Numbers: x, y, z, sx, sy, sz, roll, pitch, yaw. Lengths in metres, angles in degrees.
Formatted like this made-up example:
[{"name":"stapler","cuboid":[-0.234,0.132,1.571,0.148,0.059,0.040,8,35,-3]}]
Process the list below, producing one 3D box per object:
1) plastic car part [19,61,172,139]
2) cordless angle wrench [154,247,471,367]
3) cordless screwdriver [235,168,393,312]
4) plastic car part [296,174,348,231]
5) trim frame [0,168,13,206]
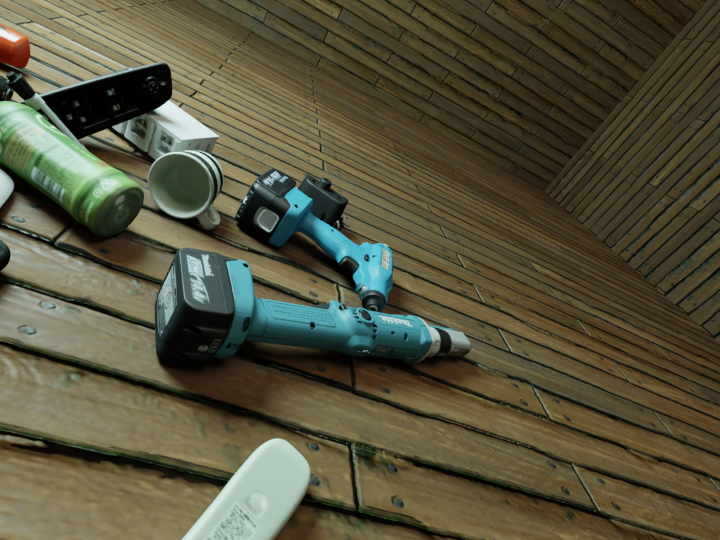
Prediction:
[{"name":"plastic car part","cuboid":[-0.351,-0.232,0.574,0.071,0.064,0.199,29,51,34]},{"name":"cordless angle wrench","cuboid":[-0.011,0.068,0.488,0.402,0.074,0.103,14,32,-34]},{"name":"cordless screwdriver","cuboid":[-0.060,-0.039,0.613,0.246,0.074,0.161,32,27,-8]},{"name":"plastic car part","cuboid":[-0.070,-0.126,0.748,0.118,0.071,0.065,38,26,5]},{"name":"trim frame","cuboid":[-0.447,-0.098,0.374,0.249,0.027,0.184,33,26,0]}]
